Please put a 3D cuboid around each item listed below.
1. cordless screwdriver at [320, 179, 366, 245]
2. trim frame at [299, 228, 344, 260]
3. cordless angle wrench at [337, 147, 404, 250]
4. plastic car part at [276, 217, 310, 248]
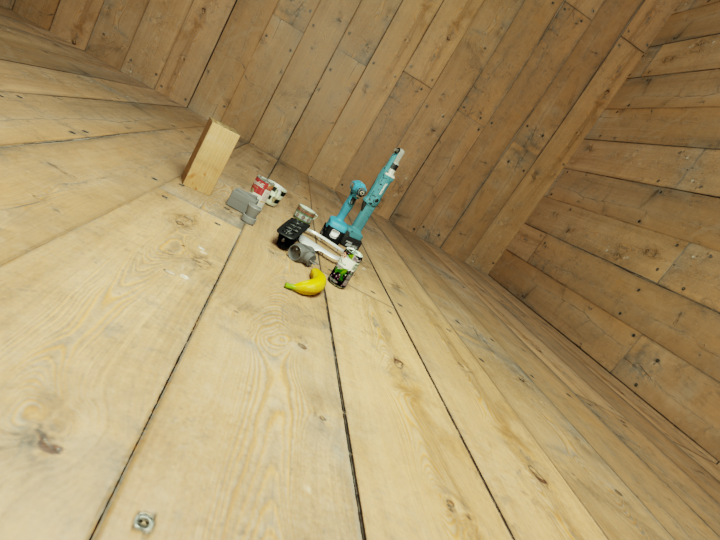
[{"bbox_3d":[-0.055,-0.208,1.534,0.072,0.248,0.163,28,14,-15],"label":"cordless screwdriver"},{"bbox_3d":[-0.138,-0.090,1.408,0.257,0.027,0.178,34,14,17],"label":"trim frame"},{"bbox_3d":[0.047,-0.276,1.622,0.093,0.422,0.078,22,16,-35],"label":"cordless angle wrench"},{"bbox_3d":[-0.207,-0.108,1.243,0.066,0.067,0.203,30,13,-4],"label":"plastic car part"}]
